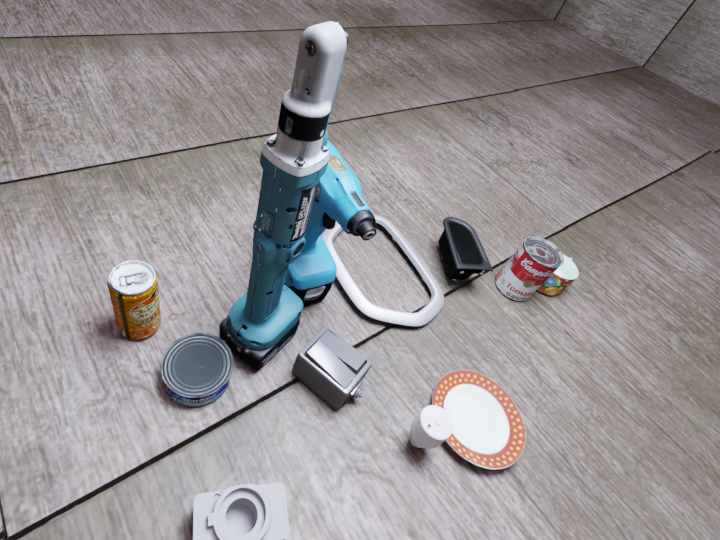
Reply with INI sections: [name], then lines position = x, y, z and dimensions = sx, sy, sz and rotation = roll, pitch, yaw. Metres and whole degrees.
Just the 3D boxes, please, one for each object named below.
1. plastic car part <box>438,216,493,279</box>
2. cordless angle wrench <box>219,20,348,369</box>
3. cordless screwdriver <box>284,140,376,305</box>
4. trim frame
[plastic car part]
position = 0.171, -0.030, 0.746
dimensions = 0.064, 0.070, 0.121
rotation = 4, 48, -16
[cordless angle wrench]
position = -0.084, -0.037, 0.442
dimensions = 0.076, 0.417, 0.096
rotation = 37, 48, 12
[cordless screwdriver]
position = -0.055, -0.036, 0.567
dimensions = 0.072, 0.245, 0.167
rotation = -12, 55, -29
[trim frame]
position = 0.036, -0.010, 0.719
dimensions = 0.178, 0.027, 0.260
rotation = -16, 55, -28
